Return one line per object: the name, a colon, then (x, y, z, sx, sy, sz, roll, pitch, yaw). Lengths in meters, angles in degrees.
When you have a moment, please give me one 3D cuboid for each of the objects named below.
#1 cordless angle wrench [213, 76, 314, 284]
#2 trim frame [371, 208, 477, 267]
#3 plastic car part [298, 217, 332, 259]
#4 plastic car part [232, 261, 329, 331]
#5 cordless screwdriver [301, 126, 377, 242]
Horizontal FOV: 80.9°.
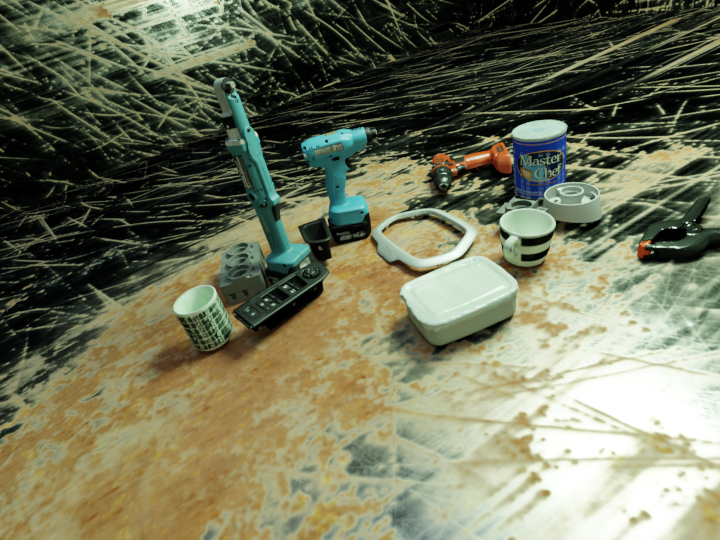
cordless angle wrench: (-0.188, -0.150, 0.804, 0.103, 0.407, 0.073, 10, 39, 36)
trim frame: (0.126, -0.073, 0.892, 0.182, 0.026, 0.262, -26, 34, -12)
plastic car part: (-0.092, -0.060, 0.937, 0.066, 0.068, 0.122, -20, 33, -5)
plastic car part: (-0.136, 0.054, 0.797, 0.070, 0.064, 0.200, 19, 48, 43)
cordless screwdriver: (-0.023, -0.190, 0.938, 0.160, 0.239, 0.077, -13, 31, 5)
